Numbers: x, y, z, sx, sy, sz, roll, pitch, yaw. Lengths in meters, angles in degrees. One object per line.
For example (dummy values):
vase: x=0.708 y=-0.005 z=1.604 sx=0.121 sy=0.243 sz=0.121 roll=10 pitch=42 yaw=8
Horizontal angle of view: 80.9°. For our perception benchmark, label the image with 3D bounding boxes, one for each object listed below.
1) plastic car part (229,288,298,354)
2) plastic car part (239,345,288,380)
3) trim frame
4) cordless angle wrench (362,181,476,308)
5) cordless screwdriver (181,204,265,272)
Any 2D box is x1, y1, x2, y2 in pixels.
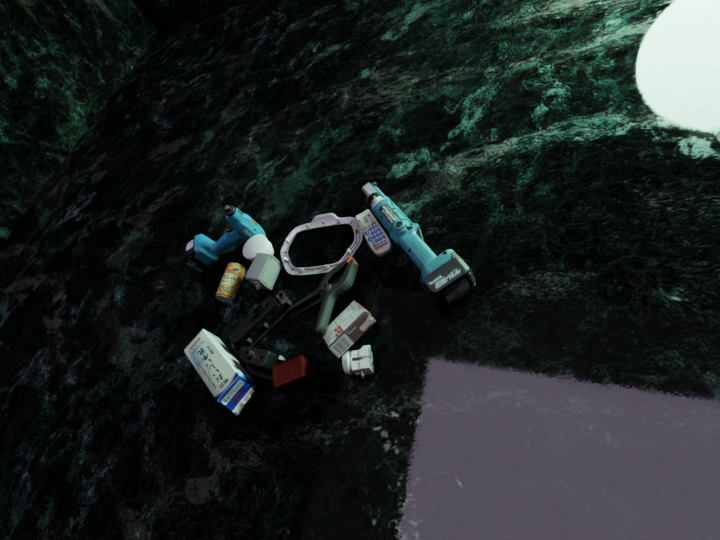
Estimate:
plastic car part: x=-0.251 y=0.125 z=1.053 sx=0.203 sy=0.063 sz=0.070 roll=-47 pitch=55 yaw=-2
plastic car part: x=-0.238 y=0.206 z=0.981 sx=0.122 sy=0.067 sz=0.066 roll=6 pitch=61 yaw=30
trim frame: x=-0.110 y=-0.072 z=1.125 sx=0.258 sy=0.026 sz=0.187 roll=-7 pitch=55 yaw=28
cordless angle wrench: x=0.101 y=-0.092 z=0.988 sx=0.098 sy=0.070 sz=0.446 roll=-36 pitch=46 yaw=3
cordless screwdriver: x=-0.421 y=-0.095 z=1.240 sx=0.253 sy=0.150 sz=0.077 roll=-24 pitch=50 yaw=16
